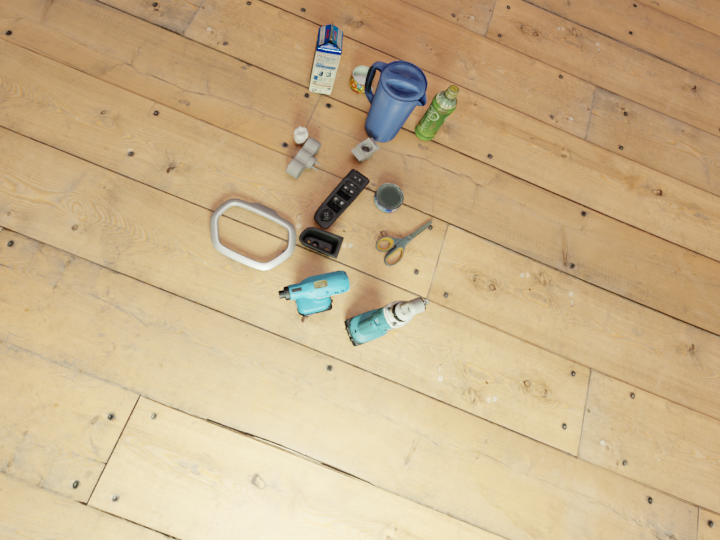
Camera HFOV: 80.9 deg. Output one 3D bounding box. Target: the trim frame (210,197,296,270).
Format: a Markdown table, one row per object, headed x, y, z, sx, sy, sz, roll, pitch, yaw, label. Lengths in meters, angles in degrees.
| x | y | z | sx | sy | sz | roll | pitch | yaw | label |
| --- | --- | --- | --- | --- | --- | --- | --- | --- | --- |
| -0.300 | -0.104 | 1.178 | 0.248 | 0.027 | 0.185 | 23 | 71 | -1 | trim frame |

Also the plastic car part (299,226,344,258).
| x | y | z | sx | sy | sz | roll | pitch | yaw | label |
| --- | --- | --- | --- | --- | --- | --- | --- | --- | --- |
| -0.115 | -0.075 | 1.173 | 0.116 | 0.071 | 0.066 | 21 | 72 | -3 | plastic car part |

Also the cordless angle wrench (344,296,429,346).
| x | y | z | sx | sy | sz | roll | pitch | yaw | label |
| --- | --- | --- | --- | --- | --- | --- | --- | --- | --- |
| 0.052 | 0.111 | 0.956 | 0.096 | 0.423 | 0.075 | -18 | 81 | -17 | cordless angle wrench |

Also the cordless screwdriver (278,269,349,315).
| x | y | z | sx | sy | sz | roll | pitch | yaw | label |
| --- | --- | --- | --- | --- | --- | --- | --- | --- | --- |
| -0.127 | 0.061 | 1.036 | 0.156 | 0.249 | 0.076 | -11 | 79 | -15 | cordless screwdriver |

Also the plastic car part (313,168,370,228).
| x | y | z | sx | sy | sz | roll | pitch | yaw | label |
| --- | --- | --- | --- | --- | --- | --- | --- | --- | --- |
| -0.061 | -0.199 | 1.221 | 0.067 | 0.067 | 0.202 | 39 | 72 | 1 | plastic car part |
